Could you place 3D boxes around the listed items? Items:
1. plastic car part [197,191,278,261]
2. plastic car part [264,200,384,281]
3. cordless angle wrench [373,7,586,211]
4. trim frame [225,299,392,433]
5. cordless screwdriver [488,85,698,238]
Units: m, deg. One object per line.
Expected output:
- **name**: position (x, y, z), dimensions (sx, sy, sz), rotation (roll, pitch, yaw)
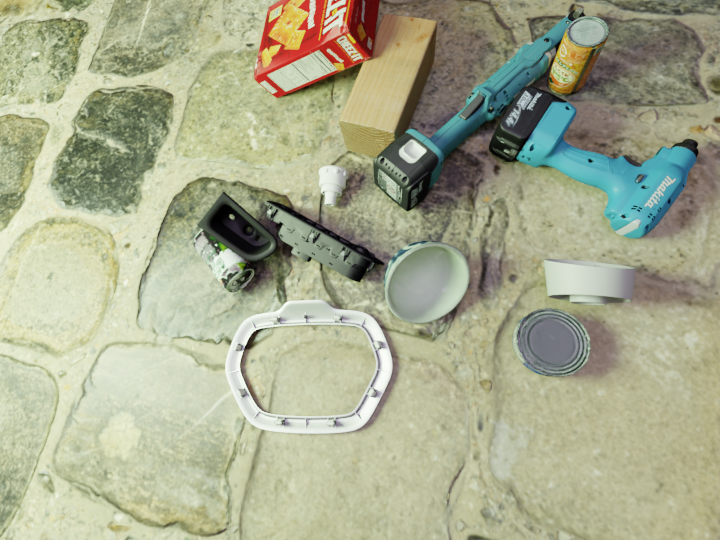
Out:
- **plastic car part**: position (-0.186, -0.065, 0.670), dimensions (0.114, 0.072, 0.066), rotation (39, 97, -12)
- **plastic car part**: position (-0.063, -0.041, 0.646), dimensions (0.210, 0.064, 0.067), rotation (26, 89, 18)
- **cordless angle wrench**: position (0.197, -0.263, 0.653), dimensions (0.421, 0.095, 0.077), rotation (-42, 73, -8)
- **trim frame**: position (-0.080, 0.136, 0.612), dimensions (0.253, 0.026, 0.187), rotation (-4, 71, 13)
- **cordless screwdriver**: position (0.328, -0.176, 0.601), dimensions (0.256, 0.072, 0.159), rotation (38, 83, 16)
